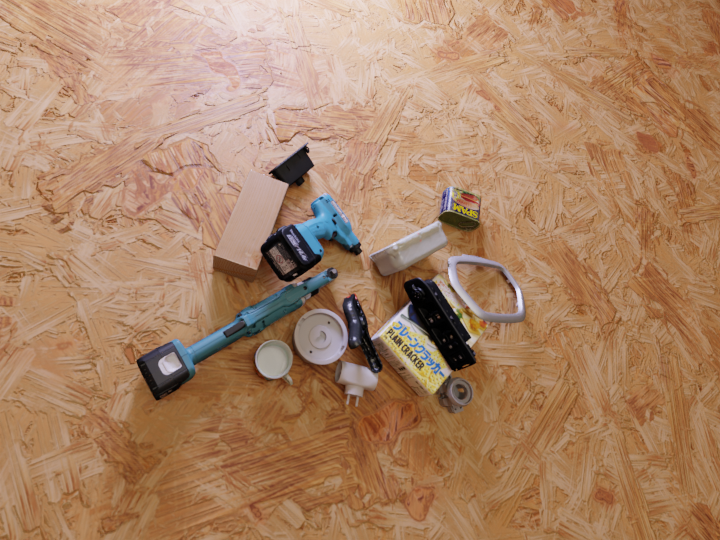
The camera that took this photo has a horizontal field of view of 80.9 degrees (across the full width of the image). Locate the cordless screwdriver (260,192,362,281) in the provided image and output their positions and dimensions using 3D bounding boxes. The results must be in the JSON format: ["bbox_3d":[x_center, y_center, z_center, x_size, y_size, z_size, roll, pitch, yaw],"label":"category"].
[{"bbox_3d":[-0.086,-0.056,0.882,0.158,0.076,0.246,51,36,-6],"label":"cordless screwdriver"}]

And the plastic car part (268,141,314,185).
[{"bbox_3d":[-0.155,-0.235,0.990,0.069,0.068,0.116,47,66,-13],"label":"plastic car part"}]

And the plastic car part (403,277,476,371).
[{"bbox_3d":[0.168,0.097,0.864,0.065,0.067,0.207,-26,77,-35],"label":"plastic car part"}]

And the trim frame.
[{"bbox_3d":[0.295,0.038,0.982,0.237,0.028,0.191,3,55,-32],"label":"trim frame"}]

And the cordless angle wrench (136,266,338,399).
[{"bbox_3d":[-0.212,0.098,0.822,0.413,0.099,0.075,-31,83,-29],"label":"cordless angle wrench"}]
